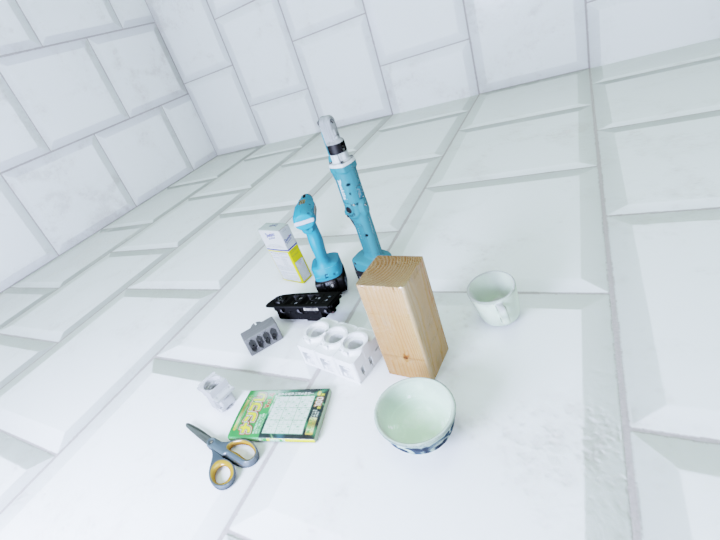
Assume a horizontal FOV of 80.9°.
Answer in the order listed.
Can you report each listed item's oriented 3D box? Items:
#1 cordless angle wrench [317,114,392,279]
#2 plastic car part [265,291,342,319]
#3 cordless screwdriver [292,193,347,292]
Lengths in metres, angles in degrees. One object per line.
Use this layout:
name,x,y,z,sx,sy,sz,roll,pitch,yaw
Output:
cordless angle wrench,-0.011,-0.149,0.968,0.103,0.407,0.073,10,39,45
plastic car part,-0.134,0.086,1.007,0.212,0.064,0.066,0,34,33
cordless screwdriver,-0.104,-0.068,1.064,0.075,0.239,0.163,-17,27,6
